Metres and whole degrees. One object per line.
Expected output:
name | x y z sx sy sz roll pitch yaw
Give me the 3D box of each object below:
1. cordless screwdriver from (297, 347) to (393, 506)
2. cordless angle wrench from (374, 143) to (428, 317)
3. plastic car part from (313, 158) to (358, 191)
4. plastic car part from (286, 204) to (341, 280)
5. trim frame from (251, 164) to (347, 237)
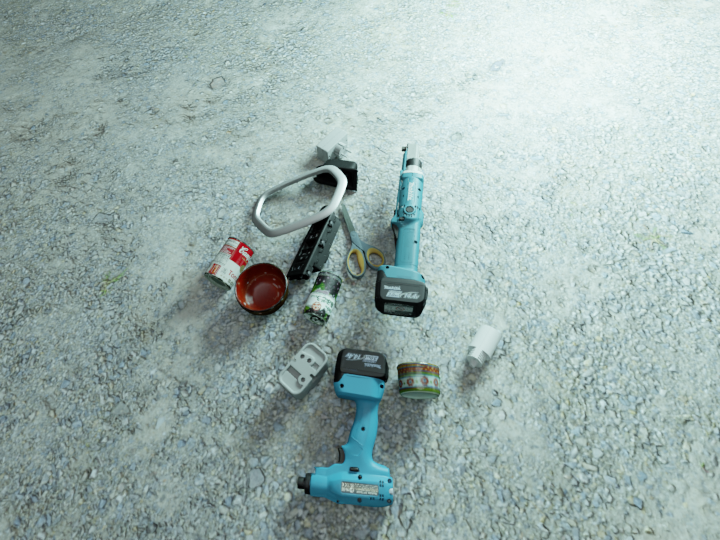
cordless screwdriver | -0.024 0.269 0.748 0.161 0.072 0.254 0 64 5
cordless angle wrench | 0.100 -0.112 0.895 0.100 0.072 0.431 4 60 8
plastic car part | -0.054 -0.250 1.056 0.120 0.064 0.071 15 48 17
plastic car part | -0.092 -0.060 0.943 0.064 0.068 0.205 30 63 -25
trim frame | -0.147 -0.165 0.993 0.252 0.026 0.191 -22 52 14
